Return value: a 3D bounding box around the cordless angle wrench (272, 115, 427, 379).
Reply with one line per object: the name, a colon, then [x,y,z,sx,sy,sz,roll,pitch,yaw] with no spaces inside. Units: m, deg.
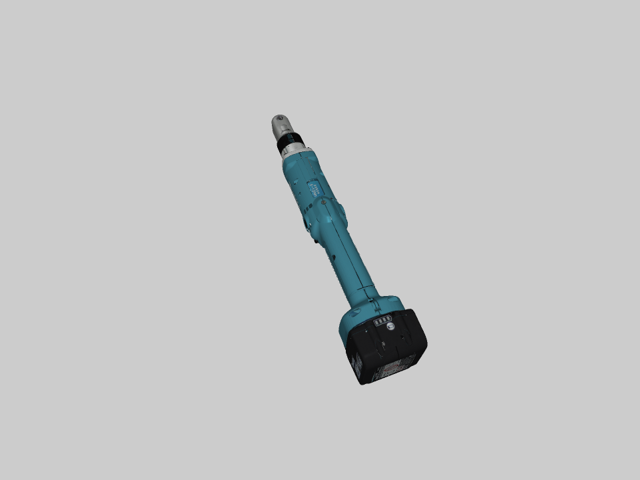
cordless angle wrench: [0.006,-0.027,0.569,0.074,0.422,0.098,-18,-31,-11]
